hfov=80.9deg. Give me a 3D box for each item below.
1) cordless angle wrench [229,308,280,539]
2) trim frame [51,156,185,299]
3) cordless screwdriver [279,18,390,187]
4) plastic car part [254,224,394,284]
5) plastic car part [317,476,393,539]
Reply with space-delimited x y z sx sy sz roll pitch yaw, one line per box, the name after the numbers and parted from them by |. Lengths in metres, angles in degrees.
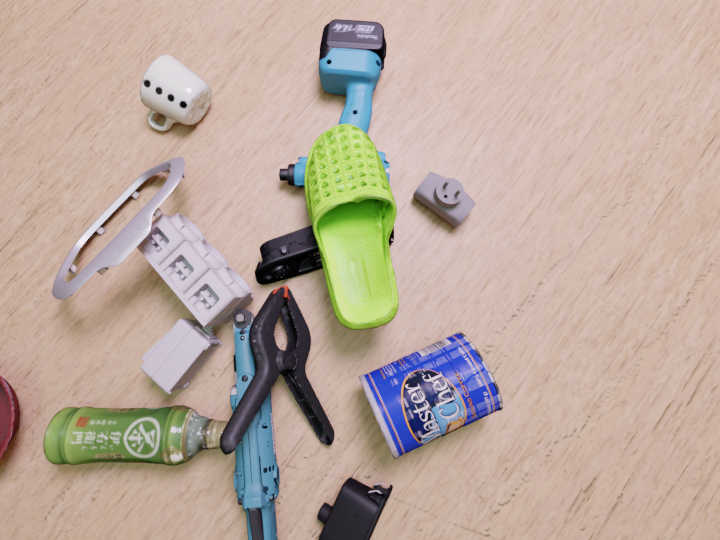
-0.129 0.260 0.525 0.074 0.096 0.431 -8 74 -2 | cordless angle wrench
-0.326 -0.063 0.574 0.248 0.026 0.195 -48 38 -8 | trim frame
-0.037 -0.237 0.626 0.160 0.073 0.251 1 82 2 | cordless screwdriver
-0.058 -0.038 0.590 0.202 0.064 0.069 -23 71 -2 | plastic car part
-0.016 0.310 0.521 0.074 0.063 0.116 27 84 20 | plastic car part
